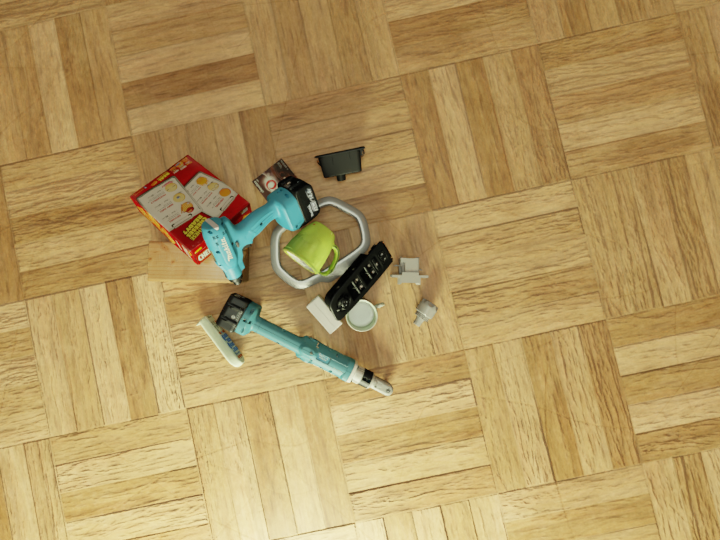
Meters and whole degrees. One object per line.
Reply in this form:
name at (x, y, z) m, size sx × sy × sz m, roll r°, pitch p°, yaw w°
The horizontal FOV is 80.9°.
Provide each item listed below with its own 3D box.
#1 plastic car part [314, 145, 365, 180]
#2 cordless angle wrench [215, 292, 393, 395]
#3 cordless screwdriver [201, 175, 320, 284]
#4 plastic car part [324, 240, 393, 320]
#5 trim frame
plastic car part at (-0.043, -0.246, 0.985) m, size 0.117 × 0.067 × 0.070 m, roll -13°, pitch 104°, yaw 3°
cordless angle wrench at (-0.116, 0.178, 0.953) m, size 0.422 × 0.098 × 0.074 m, roll 27°, pitch 86°, yaw -1°
cordless screwdriver at (-0.202, -0.085, 0.896) m, size 0.245 × 0.153 × 0.079 m, roll -35°, pitch 43°, yaw -24°
plastic car part at (-0.013, 0.019, 0.946) m, size 0.071 × 0.063 × 0.202 m, roll 14°, pitch 56°, yaw 41°
trim frame at (-0.097, -0.063, 0.992) m, size 0.248 × 0.027 × 0.185 m, roll -32°, pitch 86°, yaw -2°
